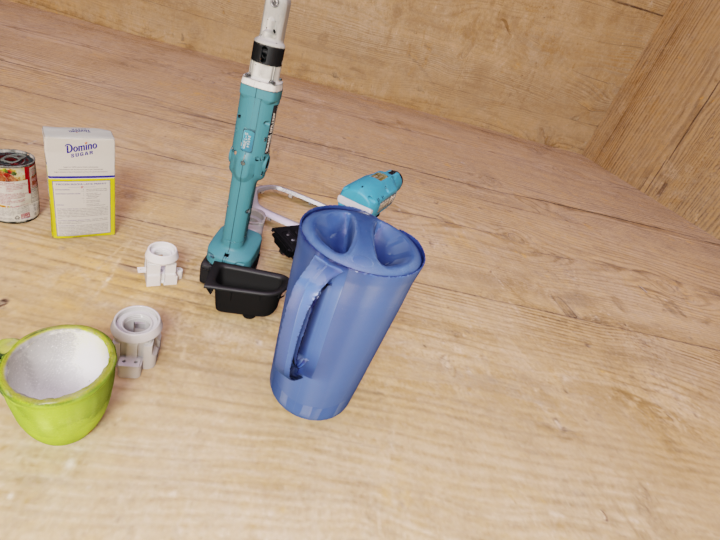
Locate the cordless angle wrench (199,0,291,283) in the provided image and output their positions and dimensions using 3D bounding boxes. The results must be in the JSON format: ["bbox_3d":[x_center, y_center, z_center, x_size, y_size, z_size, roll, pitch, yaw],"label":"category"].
[{"bbox_3d":[-0.156,-0.157,0.596,0.074,0.417,0.099,18,30,-4],"label":"cordless angle wrench"}]

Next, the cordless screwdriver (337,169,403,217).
[{"bbox_3d":[-0.006,-0.032,0.634,0.077,0.245,0.156,28,32,13],"label":"cordless screwdriver"}]

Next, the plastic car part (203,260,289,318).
[{"bbox_3d":[-0.166,0.038,0.618,0.115,0.070,0.068,13,31,-8],"label":"plastic car part"}]

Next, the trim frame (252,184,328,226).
[{"bbox_3d":[-0.137,-0.134,0.945,0.253,0.027,0.184,21,31,8],"label":"trim frame"}]

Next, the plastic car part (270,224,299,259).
[{"bbox_3d":[-0.079,-0.051,0.804,0.195,0.066,0.070,-17,45,-43],"label":"plastic car part"}]
